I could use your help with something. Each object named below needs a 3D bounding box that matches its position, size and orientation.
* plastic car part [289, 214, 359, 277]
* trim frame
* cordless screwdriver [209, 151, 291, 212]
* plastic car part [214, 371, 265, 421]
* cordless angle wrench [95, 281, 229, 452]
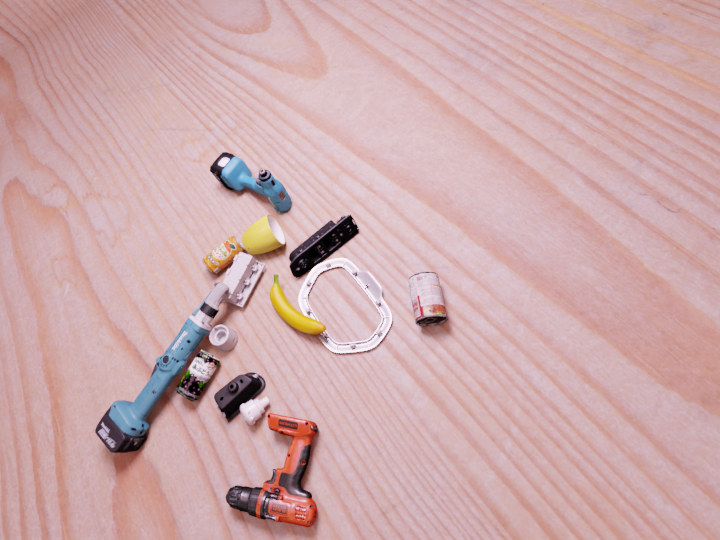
[{"bbox_3d":[-0.103,-0.067,1.053,0.202,0.063,0.071,-42,53,-8],"label":"plastic car part"},{"bbox_3d":[-0.040,0.076,0.983,0.183,0.026,0.261,-35,59,-5],"label":"trim frame"},{"bbox_3d":[-0.307,-0.255,1.151,0.261,0.152,0.074,29,74,27],"label":"cordless screwdriver"},{"bbox_3d":[-0.274,0.266,0.928,0.116,0.068,0.069,-42,64,-5],"label":"plastic car part"},{"bbox_3d":[-0.434,0.209,0.974,0.103,0.071,0.423,30,81,25],"label":"cordless angle wrench"}]
